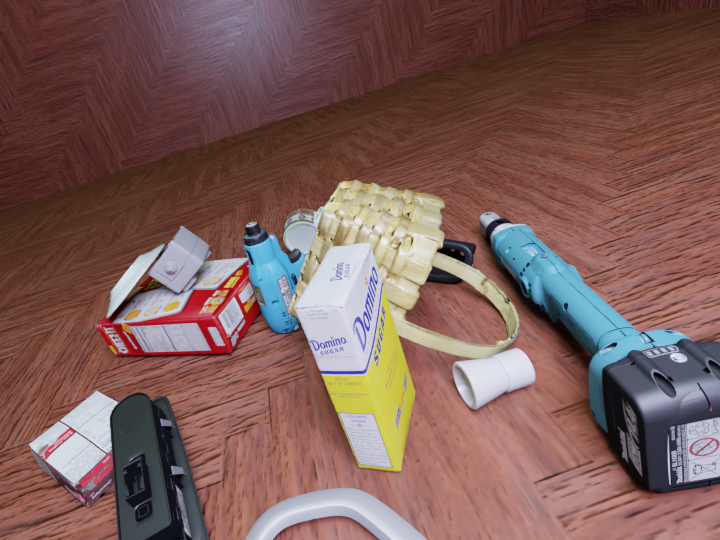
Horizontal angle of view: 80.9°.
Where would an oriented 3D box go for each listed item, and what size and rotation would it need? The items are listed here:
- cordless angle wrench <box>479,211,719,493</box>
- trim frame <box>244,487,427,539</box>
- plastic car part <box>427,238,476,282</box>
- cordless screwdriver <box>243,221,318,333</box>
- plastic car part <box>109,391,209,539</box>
[{"bbox_3d":[0.204,0.015,0.455,0.075,0.095,0.433,-17,26,5],"label":"cordless angle wrench"},{"bbox_3d":[-0.034,0.247,0.244,0.190,0.026,0.250,-5,33,19],"label":"trim frame"},{"bbox_3d":[0.112,-0.023,0.605,0.122,0.065,0.069,8,22,33],"label":"plastic car part"},{"bbox_3d":[-0.061,-0.040,0.620,0.078,0.154,0.244,10,36,41],"label":"cordless screwdriver"},{"bbox_3d":[-0.190,0.185,0.373,0.065,0.064,0.214,-31,38,-14],"label":"plastic car part"}]
